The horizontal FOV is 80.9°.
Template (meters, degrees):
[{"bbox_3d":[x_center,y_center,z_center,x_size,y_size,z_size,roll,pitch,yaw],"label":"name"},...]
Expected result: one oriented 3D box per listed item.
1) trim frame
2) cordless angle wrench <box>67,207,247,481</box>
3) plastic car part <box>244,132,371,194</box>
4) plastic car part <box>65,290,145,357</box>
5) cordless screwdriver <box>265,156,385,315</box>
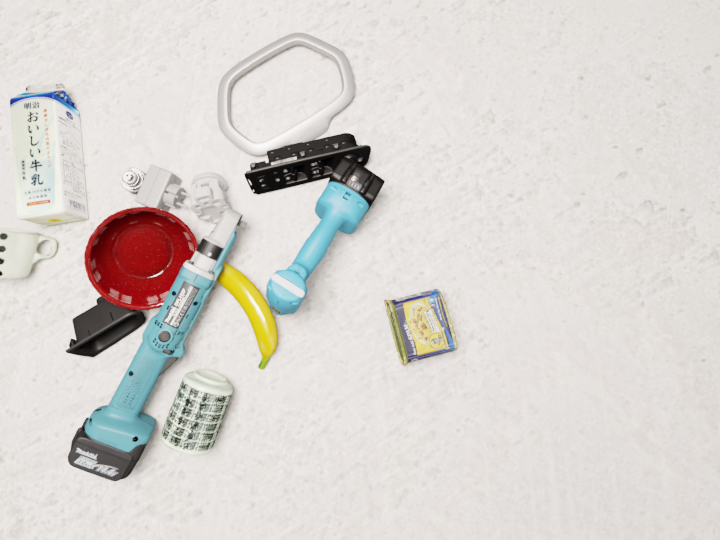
[{"bbox_3d":[-0.129,-0.299,0.719,0.248,0.027,0.187,-32,82,-3],"label":"trim frame"},{"bbox_3d":[-0.290,0.095,0.638,0.096,0.076,0.423,28,87,-14],"label":"cordless angle wrench"},{"bbox_3d":[-0.085,-0.179,0.689,0.204,0.064,0.069,-10,59,2],"label":"plastic car part"},{"bbox_3d":[-0.406,0.077,0.674,0.116,0.064,0.073,-36,72,-6],"label":"plastic car part"},{"bbox_3d":[-0.063,-0.041,0.645,0.074,0.159,0.249,32,70,-3],"label":"cordless screwdriver"}]
